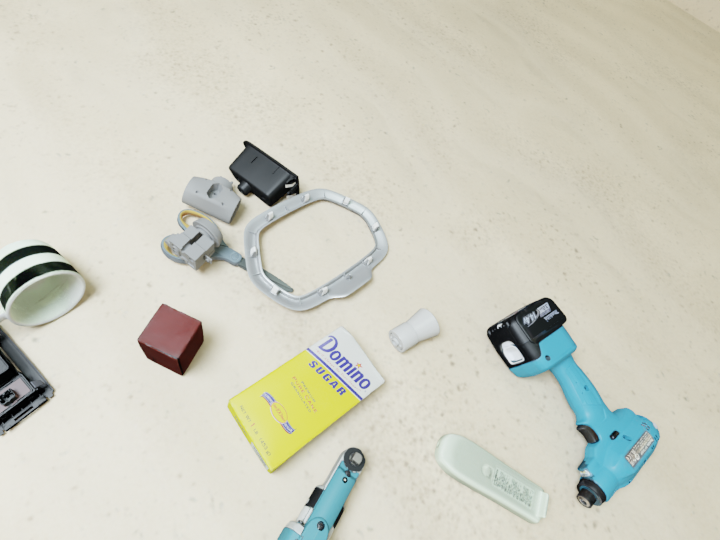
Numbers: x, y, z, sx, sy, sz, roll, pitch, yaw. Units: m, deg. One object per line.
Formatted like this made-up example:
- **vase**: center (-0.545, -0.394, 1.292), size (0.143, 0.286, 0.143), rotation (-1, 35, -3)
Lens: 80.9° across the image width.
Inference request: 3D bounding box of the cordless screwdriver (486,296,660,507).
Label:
- **cordless screwdriver**: center (0.279, 0.173, 0.586), size (0.155, 0.074, 0.255), rotation (-28, 74, -27)

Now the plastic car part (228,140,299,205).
- **plastic car part**: center (-0.162, -0.147, 0.679), size (0.119, 0.065, 0.071), rotation (34, 71, 10)

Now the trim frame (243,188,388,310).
- **trim frame**: center (-0.063, -0.041, 0.647), size (0.243, 0.027, 0.189), rotation (-32, 74, -34)

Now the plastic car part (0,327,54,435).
- **plastic car part**: center (-0.438, 0.084, 0.466), size (0.208, 0.066, 0.065), rotation (40, 65, 14)

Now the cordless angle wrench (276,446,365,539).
- **cordless angle wrench**: center (-0.107, 0.349, 0.377), size (0.075, 0.097, 0.420), rotation (35, 53, 4)
